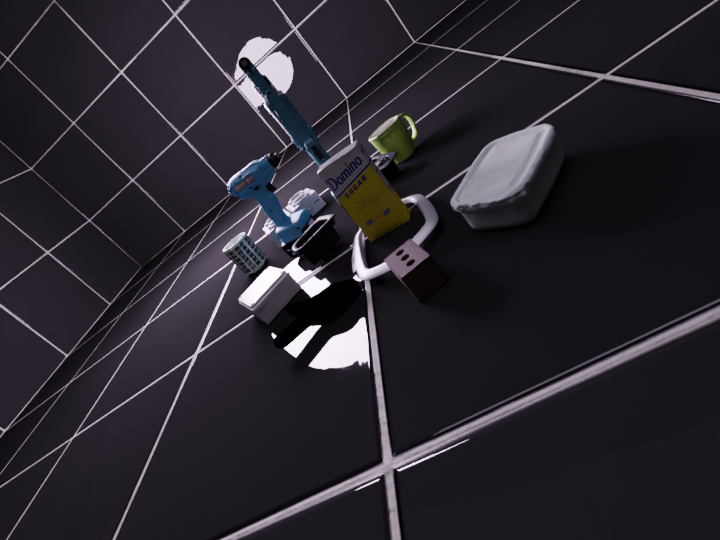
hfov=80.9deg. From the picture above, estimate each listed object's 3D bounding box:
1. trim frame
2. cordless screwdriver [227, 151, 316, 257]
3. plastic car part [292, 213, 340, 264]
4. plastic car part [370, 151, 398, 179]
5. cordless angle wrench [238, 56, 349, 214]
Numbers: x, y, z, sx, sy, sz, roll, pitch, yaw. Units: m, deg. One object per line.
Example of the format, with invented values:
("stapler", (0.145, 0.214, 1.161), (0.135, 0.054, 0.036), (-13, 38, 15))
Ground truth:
("trim frame", (0.053, -0.064, 0.768), (0.186, 0.026, 0.256), (-36, 25, 13))
("cordless screwdriver", (-0.182, -0.156, 1.003), (0.163, 0.240, 0.075), (-27, 24, 32))
("plastic car part", (-0.090, -0.059, 0.916), (0.069, 0.068, 0.116), (-4, 43, 56))
("plastic car part", (0.020, -0.244, 1.063), (0.211, 0.064, 0.066), (-5, 42, 53))
("cordless angle wrench", (-0.129, -0.306, 0.968), (0.074, 0.408, 0.101), (-39, 20, 6))
